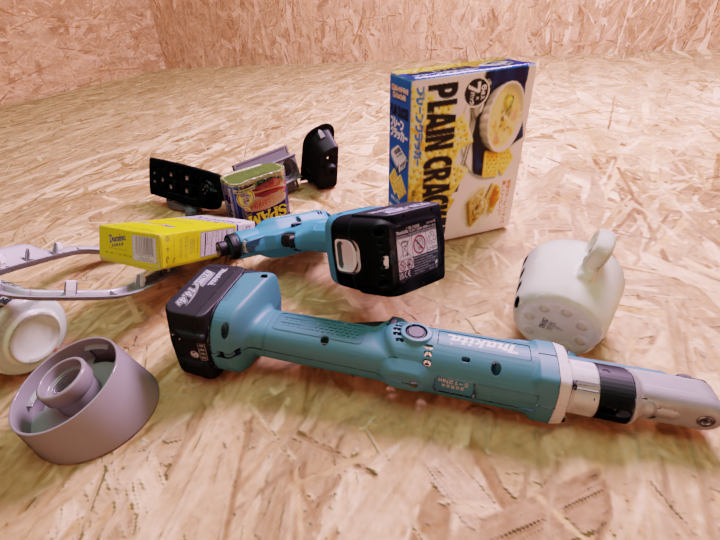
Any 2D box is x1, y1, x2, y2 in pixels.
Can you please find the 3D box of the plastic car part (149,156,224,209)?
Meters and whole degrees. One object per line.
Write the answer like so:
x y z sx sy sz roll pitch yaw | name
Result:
-0.284 -0.146 0.720 0.214 0.066 0.064 19 13 36 | plastic car part

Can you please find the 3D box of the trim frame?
-0.315 -0.007 0.487 0.184 0.027 0.251 7 13 -3 | trim frame

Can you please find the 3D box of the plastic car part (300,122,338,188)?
-0.065 -0.190 0.746 0.064 0.114 0.074 -16 58 -20 | plastic car part

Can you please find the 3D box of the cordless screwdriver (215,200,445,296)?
-0.045 -0.029 0.457 0.153 0.073 0.262 -16 16 -34 | cordless screwdriver

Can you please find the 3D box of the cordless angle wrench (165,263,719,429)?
0.043 0.070 0.353 0.435 0.072 0.098 8 32 16 | cordless angle wrench
